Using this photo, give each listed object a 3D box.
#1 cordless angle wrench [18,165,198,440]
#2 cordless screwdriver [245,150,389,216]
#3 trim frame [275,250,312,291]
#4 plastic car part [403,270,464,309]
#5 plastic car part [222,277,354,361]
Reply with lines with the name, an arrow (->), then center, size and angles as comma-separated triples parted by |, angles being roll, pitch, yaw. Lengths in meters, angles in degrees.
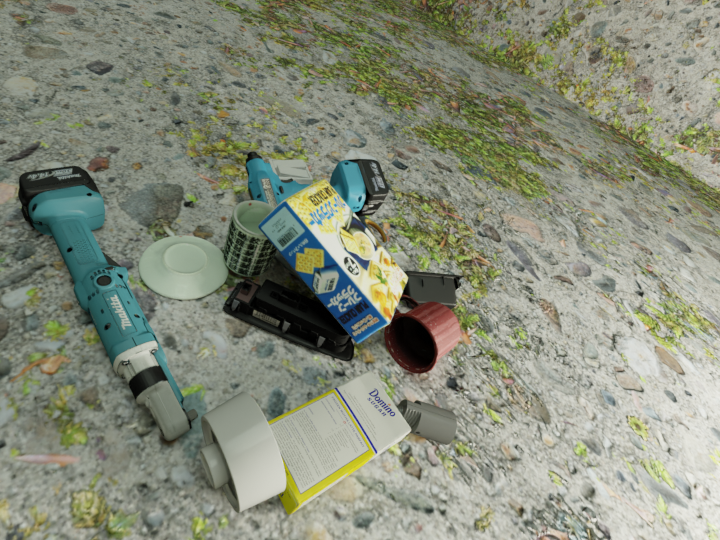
cordless angle wrench -> -0.330, 0.027, 0.547 | 0.095, 0.074, 0.441 | -20, 59, -39
cordless screwdriver -> -0.084, -0.161, 0.778 | 0.242, 0.074, 0.164 | -12, 66, -22
trim frame -> -0.074, -0.048, 0.757 | 0.179, 0.027, 0.259 | -26, 62, -32
plastic car part -> 0.119, 0.045, 0.737 | 0.113, 0.066, 0.073 | 3, 60, -17
plastic car part -> -0.093, 0.063, 0.621 | 0.203, 0.066, 0.067 | 27, 34, 0
